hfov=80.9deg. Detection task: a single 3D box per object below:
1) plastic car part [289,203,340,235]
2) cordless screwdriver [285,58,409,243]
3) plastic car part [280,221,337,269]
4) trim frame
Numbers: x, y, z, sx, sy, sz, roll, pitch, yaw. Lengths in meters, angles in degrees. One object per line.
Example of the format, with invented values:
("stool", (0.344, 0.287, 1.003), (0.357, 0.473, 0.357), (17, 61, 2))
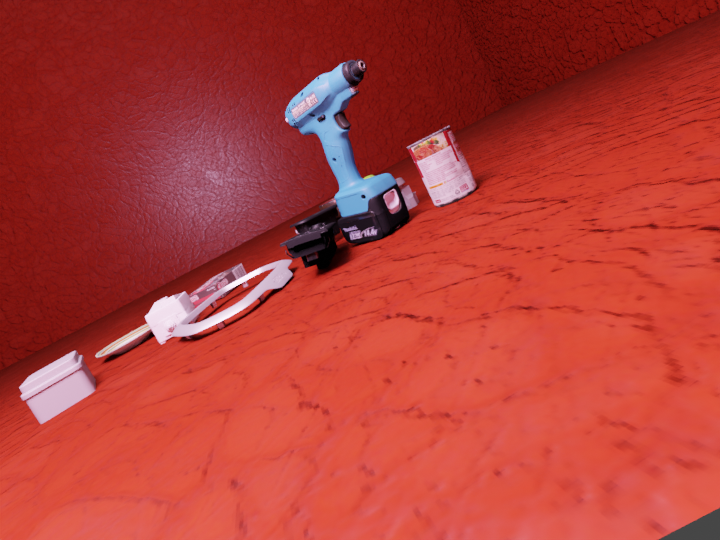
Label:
("plastic car part", (-0.079, -0.074, 0.798), (0.068, 0.070, 0.114), (-20, 13, 36))
("cordless screwdriver", (-0.006, -0.169, 0.623), (0.073, 0.245, 0.165), (-33, 11, -39))
("plastic car part", (-0.063, -0.041, 0.639), (0.067, 0.066, 0.205), (-26, 12, 6))
("trim frame", (-0.196, 0.041, 0.676), (0.188, 0.027, 0.248), (-23, 13, 18))
